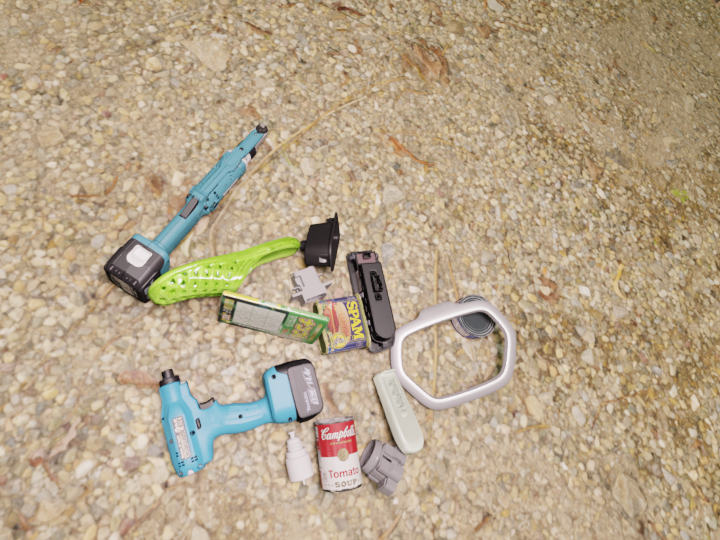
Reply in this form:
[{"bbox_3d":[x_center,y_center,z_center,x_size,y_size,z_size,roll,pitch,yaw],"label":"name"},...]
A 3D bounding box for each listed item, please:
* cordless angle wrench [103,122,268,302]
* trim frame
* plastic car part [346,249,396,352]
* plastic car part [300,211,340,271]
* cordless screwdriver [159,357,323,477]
[{"bbox_3d":[-0.293,-0.135,0.788,0.074,0.098,0.423,32,61,-5],"label":"cordless angle wrench"},{"bbox_3d":[0.177,0.152,0.799,0.247,0.027,0.187,-19,78,-4],"label":"trim frame"},{"bbox_3d":[0.029,0.050,0.803,0.064,0.067,0.208,-2,70,-22],"label":"plastic car part"},{"bbox_3d":[-0.079,-0.052,0.806,0.072,0.063,0.119,1,41,10],"label":"plastic car part"},{"bbox_3d":[-0.194,0.204,0.687,0.244,0.074,0.163,-18,76,-16],"label":"cordless screwdriver"}]
